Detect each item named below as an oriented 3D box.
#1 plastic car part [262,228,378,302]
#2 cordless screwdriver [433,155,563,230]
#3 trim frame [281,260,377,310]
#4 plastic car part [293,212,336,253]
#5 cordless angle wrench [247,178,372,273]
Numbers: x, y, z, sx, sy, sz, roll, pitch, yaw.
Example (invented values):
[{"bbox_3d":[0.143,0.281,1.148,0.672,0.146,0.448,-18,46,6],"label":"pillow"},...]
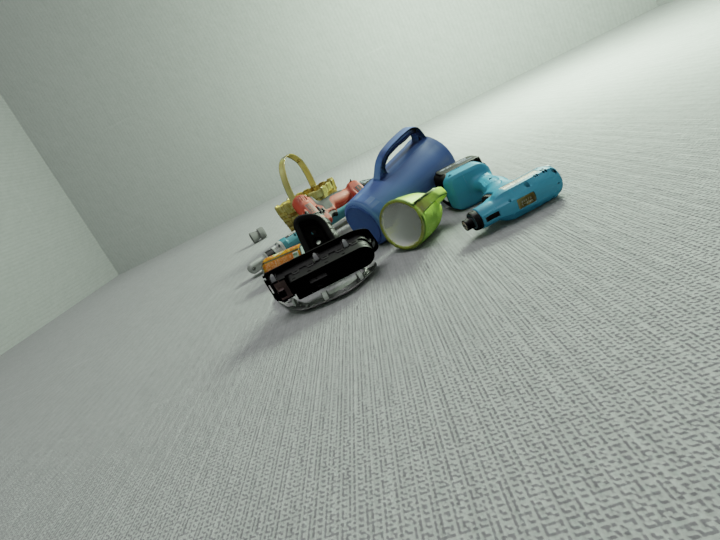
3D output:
[{"bbox_3d":[-0.059,-0.006,0.708,0.202,0.064,0.070,-29,26,-4],"label":"plastic car part"},{"bbox_3d":[0.204,-0.135,0.744,0.159,0.072,0.257,-29,22,-4],"label":"cordless screwdriver"},{"bbox_3d":[-0.070,0.012,0.798,0.181,0.027,0.258,-32,17,-18],"label":"trim frame"},{"bbox_3d":[-0.078,-0.051,0.798,0.066,0.118,0.070,-28,-9,-2],"label":"plastic car part"},{"bbox_3d":[-0.126,-0.115,1.154,0.418,0.072,0.102,-36,18,-17],"label":"cordless angle wrench"}]
